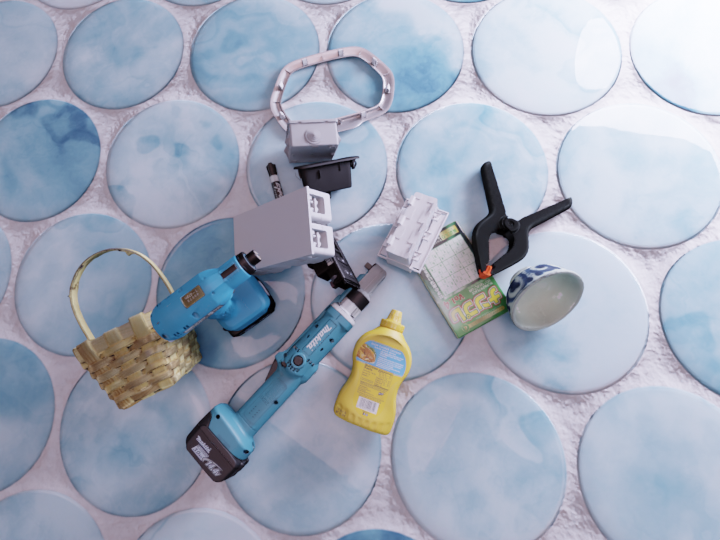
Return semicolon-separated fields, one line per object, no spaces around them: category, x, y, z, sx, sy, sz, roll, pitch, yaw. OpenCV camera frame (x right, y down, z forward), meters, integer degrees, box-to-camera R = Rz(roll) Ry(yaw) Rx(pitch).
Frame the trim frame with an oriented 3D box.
trim frame;-0.056;-0.351;0.828;0.249;0.027;0.187;-13;78;1

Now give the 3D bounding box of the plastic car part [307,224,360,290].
plastic car part;-0.072;-0.047;0.733;0.068;0.063;0.211;-36;61;22

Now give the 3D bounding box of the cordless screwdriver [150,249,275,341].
cordless screwdriver;-0.189;0.037;0.642;0.159;0.244;0.076;-37;82;0

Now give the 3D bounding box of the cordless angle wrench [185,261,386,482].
cordless angle wrench;-0.103;0.151;0.703;0.101;0.073;0.421;41;82;13

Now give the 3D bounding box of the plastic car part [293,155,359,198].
plastic car part;-0.062;-0.163;0.760;0.114;0.069;0.069;-20;106;-23
